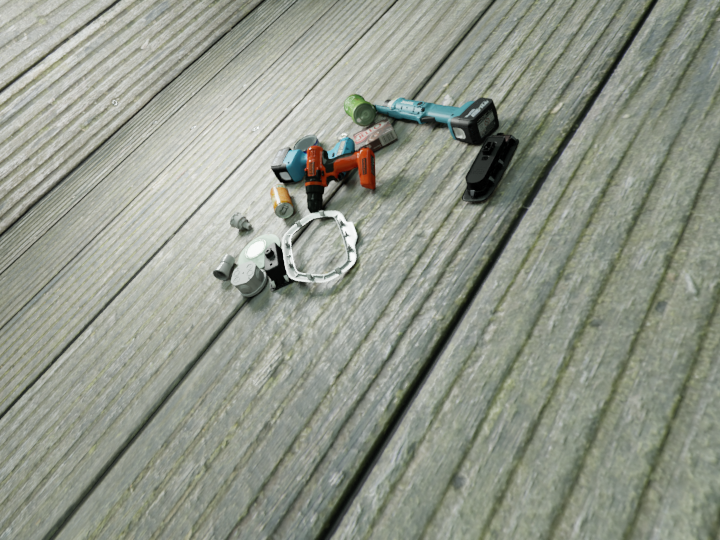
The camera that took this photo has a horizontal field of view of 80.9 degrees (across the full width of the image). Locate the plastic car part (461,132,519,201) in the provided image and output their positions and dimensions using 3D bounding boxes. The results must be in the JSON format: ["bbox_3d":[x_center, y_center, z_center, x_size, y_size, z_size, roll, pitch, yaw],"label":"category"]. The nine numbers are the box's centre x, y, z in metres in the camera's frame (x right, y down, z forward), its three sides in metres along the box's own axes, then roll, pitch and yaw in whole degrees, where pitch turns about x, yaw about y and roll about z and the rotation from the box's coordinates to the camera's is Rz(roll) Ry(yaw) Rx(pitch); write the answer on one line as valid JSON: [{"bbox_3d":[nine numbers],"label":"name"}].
[{"bbox_3d":[0.277,-0.232,0.913,0.070,0.063,0.203,15,65,32],"label":"plastic car part"}]

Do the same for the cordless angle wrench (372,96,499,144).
[{"bbox_3d":[0.170,-0.429,1.146,0.097,0.070,0.448,-44,41,-10],"label":"cordless angle wrench"}]

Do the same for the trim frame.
[{"bbox_3d":[-0.099,-0.065,1.011,0.185,0.026,0.259,-19,43,3],"label":"trim frame"}]

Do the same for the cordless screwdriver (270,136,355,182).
[{"bbox_3d":[-0.142,-0.304,1.231,0.258,0.070,0.162,-3,52,25],"label":"cordless screwdriver"}]

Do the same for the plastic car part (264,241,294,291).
[{"bbox_3d":[-0.207,-0.020,1.025,0.067,0.067,0.121,-25,47,9],"label":"plastic car part"}]
